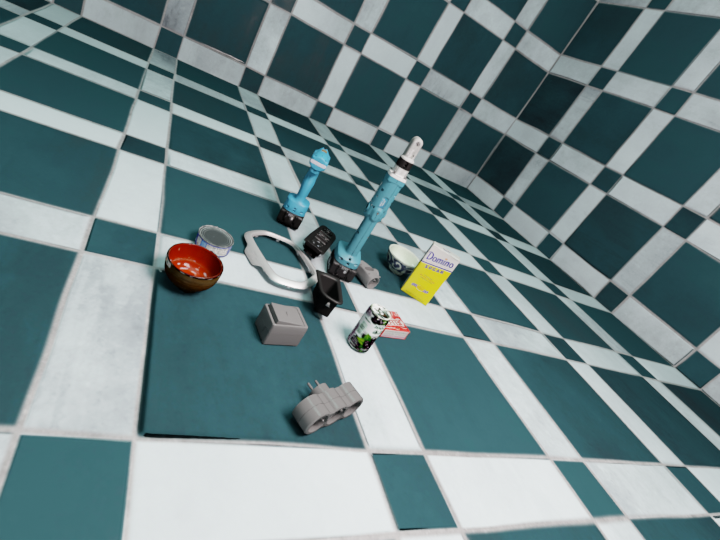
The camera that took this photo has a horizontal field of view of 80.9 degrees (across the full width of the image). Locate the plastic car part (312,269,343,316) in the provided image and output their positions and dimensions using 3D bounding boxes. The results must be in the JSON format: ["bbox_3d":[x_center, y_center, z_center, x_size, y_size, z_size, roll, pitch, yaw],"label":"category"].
[{"bbox_3d":[-0.084,0.062,0.981,0.064,0.071,0.120,22,26,-19],"label":"plastic car part"}]

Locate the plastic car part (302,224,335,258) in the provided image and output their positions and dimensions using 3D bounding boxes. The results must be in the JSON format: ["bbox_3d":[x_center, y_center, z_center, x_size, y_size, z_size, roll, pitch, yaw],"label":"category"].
[{"bbox_3d":[-0.118,-0.077,1.210,0.066,0.067,0.203,31,25,-1],"label":"plastic car part"}]

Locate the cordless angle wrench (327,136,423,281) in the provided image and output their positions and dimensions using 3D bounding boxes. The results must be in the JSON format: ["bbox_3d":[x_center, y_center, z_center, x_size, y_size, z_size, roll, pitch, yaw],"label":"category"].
[{"bbox_3d":[0.040,-0.158,1.108,0.073,0.422,0.100,26,25,-15],"label":"cordless angle wrench"}]

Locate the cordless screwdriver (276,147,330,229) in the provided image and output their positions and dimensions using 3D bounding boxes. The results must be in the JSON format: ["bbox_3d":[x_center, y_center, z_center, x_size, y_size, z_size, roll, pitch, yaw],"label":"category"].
[{"bbox_3d":[-0.164,-0.256,1.281,0.073,0.248,0.162,27,25,-11],"label":"cordless screwdriver"}]

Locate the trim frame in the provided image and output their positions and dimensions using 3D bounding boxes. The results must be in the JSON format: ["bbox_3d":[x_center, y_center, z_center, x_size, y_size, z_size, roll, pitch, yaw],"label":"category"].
[{"bbox_3d":[-0.204,-0.031,1.079,0.175,0.027,0.262,5,34,-42],"label":"trim frame"}]
